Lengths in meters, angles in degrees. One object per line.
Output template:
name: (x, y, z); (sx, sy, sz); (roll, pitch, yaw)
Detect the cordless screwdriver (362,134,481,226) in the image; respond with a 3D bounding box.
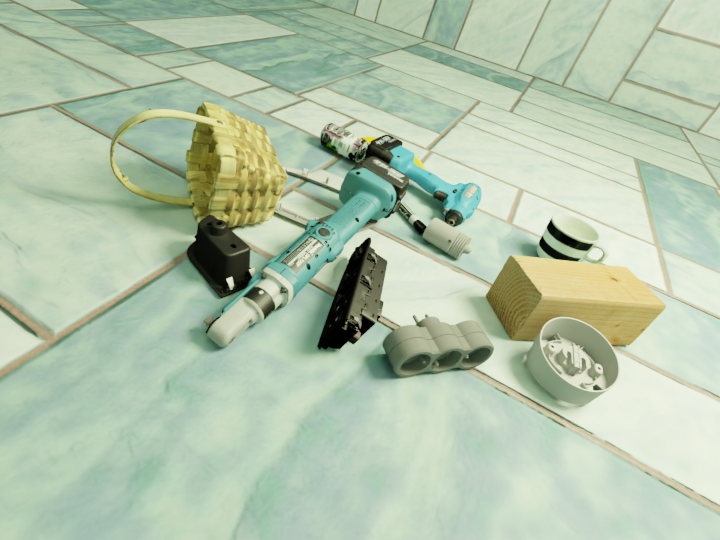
cordless screwdriver: (0.116, -0.178, 0.858); (0.256, 0.073, 0.157); (31, 40, 13)

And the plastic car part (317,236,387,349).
plastic car part: (0.002, 0.026, 0.571); (0.066, 0.066, 0.207); (24, 37, -10)

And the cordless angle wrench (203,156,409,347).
cordless angle wrench: (-0.060, -0.039, 0.612); (0.100, 0.073, 0.418); (32, 48, 10)

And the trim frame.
trim frame: (-0.084, -0.137, 0.773); (0.254, 0.027, 0.184); (21, 37, 10)

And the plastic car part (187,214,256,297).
plastic car part: (-0.190, -0.032, 0.571); (0.064, 0.070, 0.122); (-24, 56, -42)
